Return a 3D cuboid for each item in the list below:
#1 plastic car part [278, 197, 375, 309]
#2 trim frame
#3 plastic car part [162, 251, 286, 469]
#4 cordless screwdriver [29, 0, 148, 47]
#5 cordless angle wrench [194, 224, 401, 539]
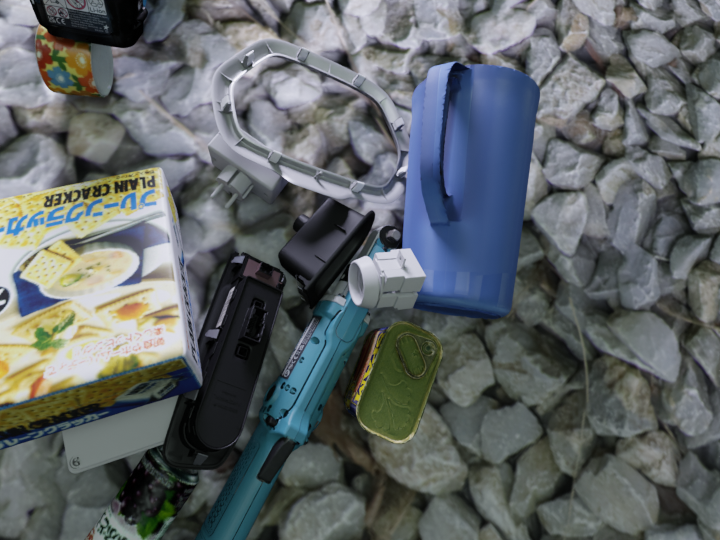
[{"bbox_3d":[-0.044,-0.029,0.453,0.073,0.064,0.116,31,71,12],"label":"plastic car part"},{"bbox_3d":[-0.040,-0.163,0.466,0.238,0.028,0.187,16,66,-24],"label":"trim frame"},{"bbox_3d":[-0.110,0.073,0.383,0.063,0.069,0.206,31,57,-29],"label":"plastic car part"},{"bbox_3d":[-0.275,-0.342,0.451,0.157,0.073,0.255,10,52,-7],"label":"cordless screwdriver"},{"bbox_3d":[-0.063,0.130,0.398,0.072,0.101,0.424,35,69,-18],"label":"cordless angle wrench"}]
